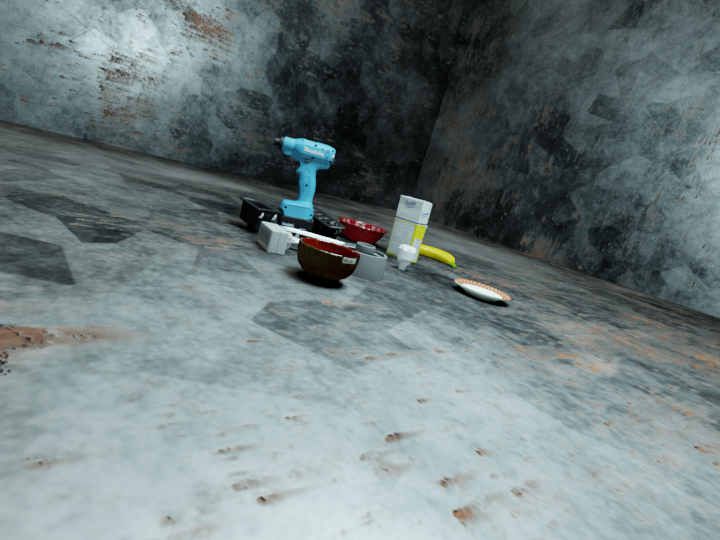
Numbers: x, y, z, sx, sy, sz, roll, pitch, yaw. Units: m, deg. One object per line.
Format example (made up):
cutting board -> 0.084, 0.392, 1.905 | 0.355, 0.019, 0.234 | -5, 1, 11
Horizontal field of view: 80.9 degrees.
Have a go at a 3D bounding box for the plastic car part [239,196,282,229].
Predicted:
plastic car part -> -0.255, -0.132, 1.027 | 0.063, 0.070, 0.123 | 5, 15, -44

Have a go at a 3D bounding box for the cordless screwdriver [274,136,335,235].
cordless screwdriver -> -0.173, -0.223, 1.117 | 0.157, 0.247, 0.076 | 15, 10, -7

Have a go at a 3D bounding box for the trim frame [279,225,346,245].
trim frame -> -0.100, -0.065, 1.023 | 0.243, 0.027, 0.190 | 12, 12, -14

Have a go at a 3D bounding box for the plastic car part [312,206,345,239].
plastic car part -> -0.118, -0.138, 1.233 | 0.063, 0.066, 0.214 | 8, 14, -35
